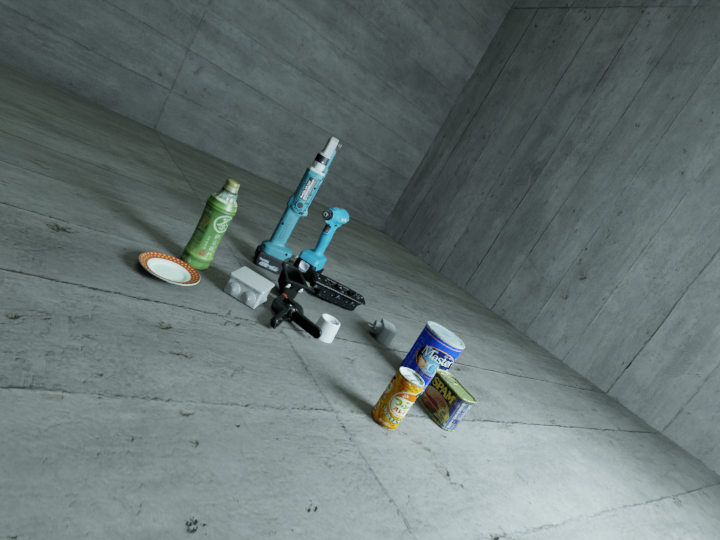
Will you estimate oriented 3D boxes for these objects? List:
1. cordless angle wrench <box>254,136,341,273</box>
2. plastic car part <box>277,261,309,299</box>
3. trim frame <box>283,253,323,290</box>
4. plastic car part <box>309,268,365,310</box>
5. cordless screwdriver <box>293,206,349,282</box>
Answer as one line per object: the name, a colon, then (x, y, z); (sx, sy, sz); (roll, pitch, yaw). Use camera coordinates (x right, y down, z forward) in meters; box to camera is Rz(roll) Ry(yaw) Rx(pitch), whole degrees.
cordless angle wrench: (-0.176, -0.192, 1.218); (0.095, 0.422, 0.077); (26, 12, -18)
plastic car part: (-0.188, 0.035, 1.105); (0.063, 0.071, 0.122); (24, 13, -27)
trim frame: (-0.174, 0.008, 1.349); (0.176, 0.027, 0.260); (23, 13, -26)
plastic car part: (-0.071, 0.069, 1.240); (0.194, 0.067, 0.069); (23, 13, -26)
cordless screwdriver: (-0.127, -0.083, 1.301); (0.076, 0.248, 0.155); (33, 12, 12)
